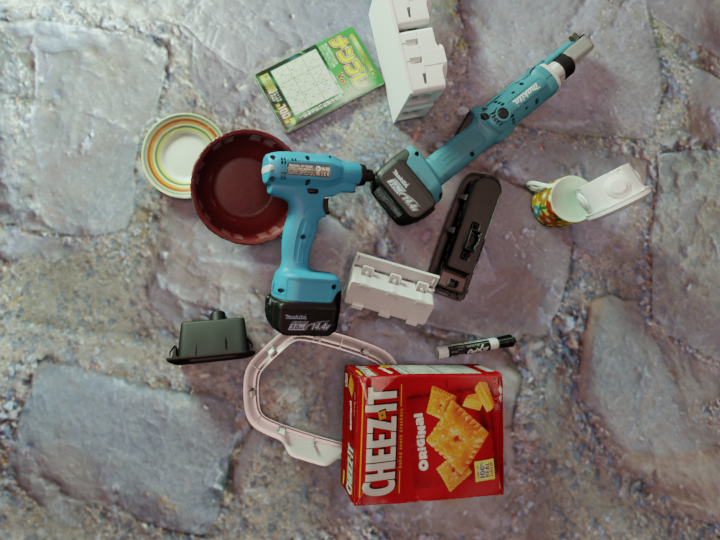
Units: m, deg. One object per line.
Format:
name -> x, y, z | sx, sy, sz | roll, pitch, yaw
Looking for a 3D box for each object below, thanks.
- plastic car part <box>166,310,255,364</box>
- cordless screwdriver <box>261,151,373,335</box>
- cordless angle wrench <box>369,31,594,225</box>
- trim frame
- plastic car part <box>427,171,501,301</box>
plastic car part -> -0.212, 0.095, 0.608 | 0.115, 0.065, 0.072 | -8, 73, -7
cordless screwdriver -> -0.058, -0.038, 0.595 | 0.154, 0.077, 0.247 | 0, 94, -22
cordless angle wrench -> 0.202, -0.230, 0.647 | 0.421, 0.074, 0.098 | -39, 90, -7
trim frame -> -0.050, 0.184, 0.618 | 0.247, 0.027, 0.184 | 18, 85, -2
plastic car part -> 0.160, -0.059, 0.633 | 0.067, 0.066, 0.203 | 19, 82, 4
